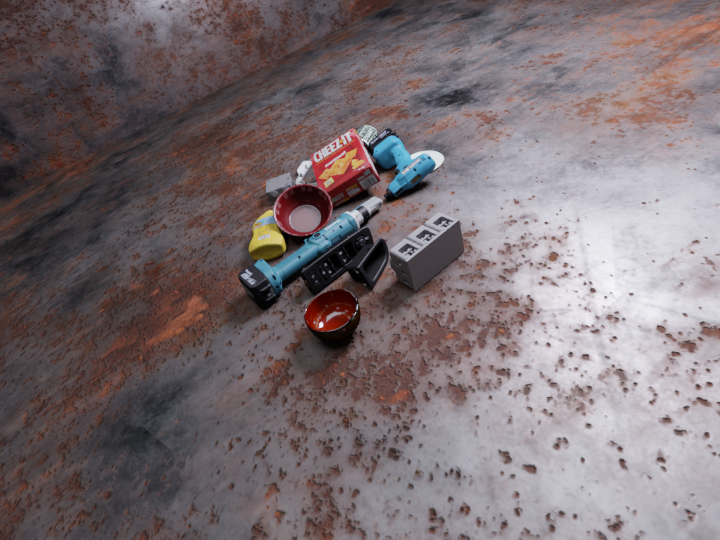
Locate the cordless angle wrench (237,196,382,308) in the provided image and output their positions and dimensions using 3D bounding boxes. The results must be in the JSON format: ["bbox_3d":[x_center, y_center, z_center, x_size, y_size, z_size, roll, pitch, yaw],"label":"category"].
[{"bbox_3d":[-0.103,-0.067,1.053,0.417,0.071,0.104,-37,41,-20],"label":"cordless angle wrench"}]

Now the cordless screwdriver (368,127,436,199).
[{"bbox_3d":[0.093,-0.304,1.211,0.160,0.070,0.261,-41,40,8],"label":"cordless screwdriver"}]

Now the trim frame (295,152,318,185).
[{"bbox_3d":[-0.122,-0.352,1.411,0.192,0.026,0.250,0,47,28],"label":"trim frame"}]

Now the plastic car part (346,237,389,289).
[{"bbox_3d":[0.011,-0.018,0.953,0.074,0.063,0.116,-8,36,39],"label":"plastic car part"}]

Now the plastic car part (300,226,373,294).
[{"bbox_3d":[-0.054,-0.029,0.996,0.201,0.065,0.069,-37,15,-14],"label":"plastic car part"}]
